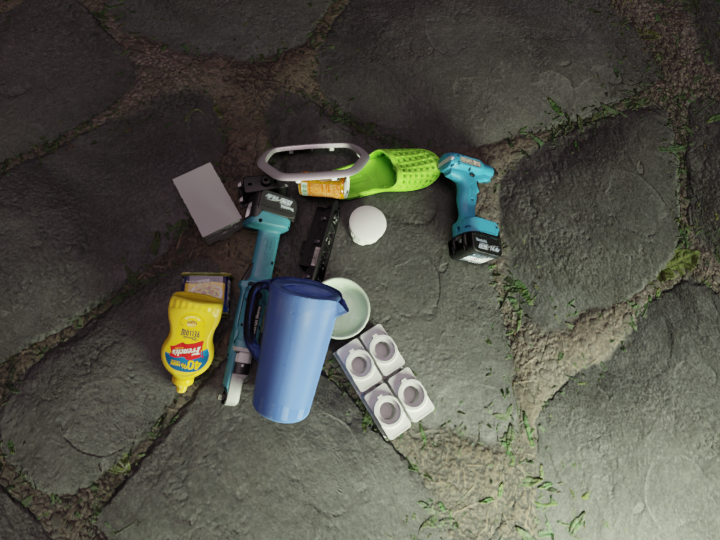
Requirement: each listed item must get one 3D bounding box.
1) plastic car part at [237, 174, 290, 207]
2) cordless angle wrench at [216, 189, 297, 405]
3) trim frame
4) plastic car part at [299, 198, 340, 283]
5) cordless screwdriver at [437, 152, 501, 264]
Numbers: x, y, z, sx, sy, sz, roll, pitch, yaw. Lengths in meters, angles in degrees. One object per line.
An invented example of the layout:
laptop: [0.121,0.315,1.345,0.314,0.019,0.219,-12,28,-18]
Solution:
plastic car part: [-0.215,-0.185,0.933,0.116,0.070,0.067,-8,77,-5]
cordless angle wrench: [-0.215,0.050,0.850,0.094,0.077,0.428,16,73,-27]
trim frame: [-0.103,-0.243,0.933,0.247,0.026,0.191,-7,41,-3]
plastic car part: [-0.089,-0.058,0.908,0.070,0.063,0.204,10,71,24]
cordless screwdriver: [0.260,-0.139,0.944,0.153,0.076,0.254,6,70,-27]
